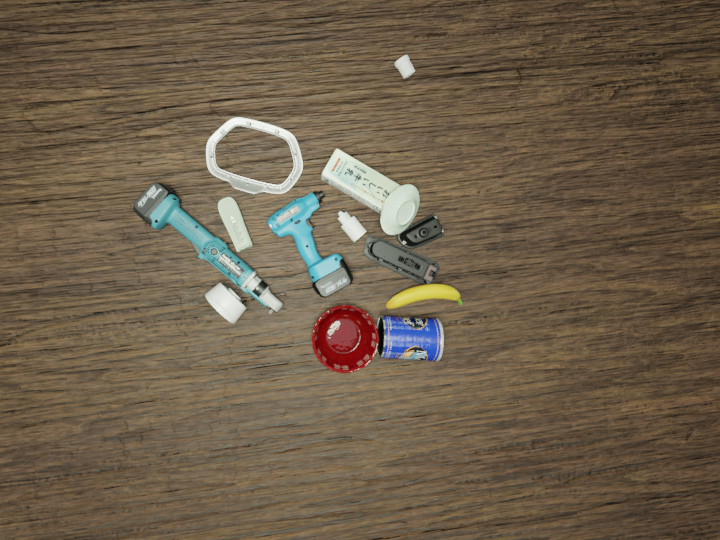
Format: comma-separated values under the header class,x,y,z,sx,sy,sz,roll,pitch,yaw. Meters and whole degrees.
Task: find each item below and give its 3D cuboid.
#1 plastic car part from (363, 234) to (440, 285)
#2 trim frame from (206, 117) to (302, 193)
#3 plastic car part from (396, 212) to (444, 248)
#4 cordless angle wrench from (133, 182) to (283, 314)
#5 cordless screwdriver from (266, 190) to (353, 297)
class,x,y,z,sx,sy,sz,roll,pitch,yaw
plastic car part,0.102,-0.024,1.054,0.203,0.067,0.066,25,95,1
trim frame,-0.267,-0.287,1.067,0.247,0.028,0.184,16,87,-4
plastic car part,0.156,-0.095,1.054,0.115,0.071,0.066,-26,90,-8
cordless angle wrench,-0.354,-0.045,1.028,0.421,0.075,0.098,41,85,-3
cordless screwdriver,-0.102,-0.067,1.040,0.158,0.074,0.251,-34,85,-5
